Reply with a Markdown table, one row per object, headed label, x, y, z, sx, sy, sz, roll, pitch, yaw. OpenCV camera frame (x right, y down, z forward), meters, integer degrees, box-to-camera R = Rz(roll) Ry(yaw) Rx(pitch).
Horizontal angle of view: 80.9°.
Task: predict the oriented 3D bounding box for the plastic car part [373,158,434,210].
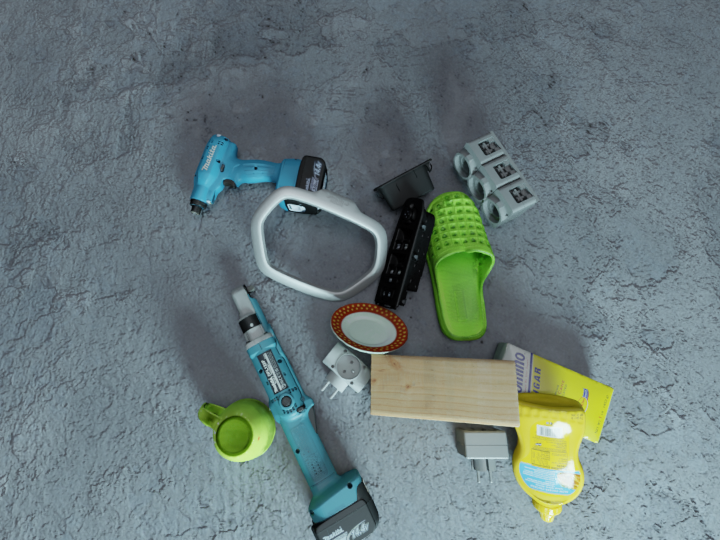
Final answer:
| label | x | y | z | sx | sy | sz | roll | pitch | yaw |
| --- | --- | --- | --- | --- | --- | --- | --- | --- | --- |
| plastic car part | 0.089 | -0.150 | 0.795 | 0.116 | 0.066 | 0.071 | -32 | 93 | -5 |

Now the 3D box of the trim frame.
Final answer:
| label | x | y | z | sx | sy | sz | roll | pitch | yaw |
| --- | --- | --- | --- | --- | --- | --- | --- | --- | --- |
| trim frame | -0.072 | -0.047 | 0.740 | 0.246 | 0.028 | 0.183 | 22 | 100 | -5 |

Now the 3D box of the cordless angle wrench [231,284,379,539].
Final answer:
| label | x | y | z | sx | sy | sz | roll | pitch | yaw |
| --- | --- | --- | --- | --- | --- | --- | --- | --- | --- |
| cordless angle wrench | -0.115 | 0.212 | 0.684 | 0.097 | 0.073 | 0.435 | -28 | 73 | -8 |

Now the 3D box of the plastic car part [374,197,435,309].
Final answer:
| label | x | y | z | sx | sy | sz | roll | pitch | yaw |
| --- | --- | --- | --- | --- | --- | --- | --- | --- | --- |
| plastic car part | 0.087 | -0.029 | 0.743 | 0.065 | 0.068 | 0.203 | 15 | 84 | -22 |

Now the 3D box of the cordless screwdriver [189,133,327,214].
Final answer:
| label | x | y | z | sx | sy | sz | roll | pitch | yaw |
| --- | --- | --- | --- | --- | --- | --- | --- | --- | --- |
| cordless screwdriver | -0.192 | -0.157 | 0.790 | 0.253 | 0.072 | 0.160 | 13 | 75 | 8 |
